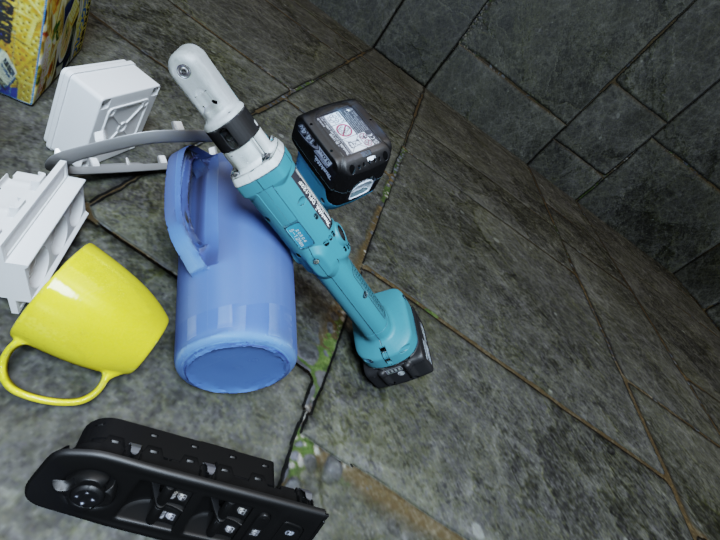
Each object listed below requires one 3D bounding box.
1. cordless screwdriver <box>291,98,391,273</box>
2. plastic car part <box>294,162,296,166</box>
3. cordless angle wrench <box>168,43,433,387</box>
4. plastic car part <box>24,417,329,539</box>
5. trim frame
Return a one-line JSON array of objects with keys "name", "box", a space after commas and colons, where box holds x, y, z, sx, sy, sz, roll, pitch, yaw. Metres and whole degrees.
[{"name": "cordless screwdriver", "box": [-0.039, -0.081, 0.534, 0.073, 0.249, 0.163, -26, 79, -27]}, {"name": "plastic car part", "box": [-0.137, -0.136, 0.675, 0.111, 0.067, 0.073, 6, 59, -35]}, {"name": "cordless angle wrench", "box": [-0.042, -0.027, 0.427, 0.402, 0.076, 0.101, 55, 20, -34]}, {"name": "plastic car part", "box": [-0.127, 0.156, 0.312, 0.195, 0.066, 0.070, 23, 26, -22]}, {"name": "trim frame", "box": [-0.234, -0.141, 0.498, 0.242, 0.191, 0.027, -31, 109, -56]}]
